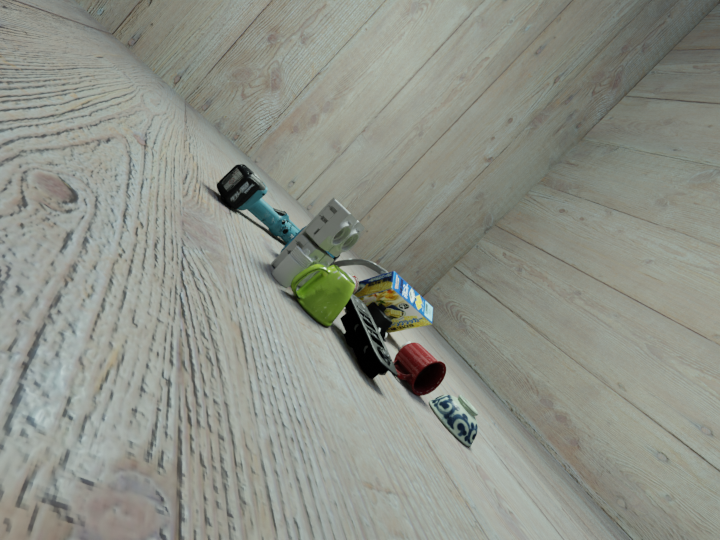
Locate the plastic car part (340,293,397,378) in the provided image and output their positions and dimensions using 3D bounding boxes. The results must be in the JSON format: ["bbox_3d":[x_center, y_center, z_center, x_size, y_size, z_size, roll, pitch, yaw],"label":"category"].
[{"bbox_3d":[0.005,0.127,0.809,0.063,0.067,0.213,49,4,-39],"label":"plastic car part"}]

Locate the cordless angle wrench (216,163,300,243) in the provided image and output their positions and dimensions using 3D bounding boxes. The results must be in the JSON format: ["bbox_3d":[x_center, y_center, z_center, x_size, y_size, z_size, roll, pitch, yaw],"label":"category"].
[{"bbox_3d":[-0.215,-0.122,1.145,0.078,0.098,0.400,48,2,38],"label":"cordless angle wrench"}]

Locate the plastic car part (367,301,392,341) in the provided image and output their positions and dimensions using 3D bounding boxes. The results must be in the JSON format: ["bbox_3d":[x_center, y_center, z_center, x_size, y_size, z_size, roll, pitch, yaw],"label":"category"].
[{"bbox_3d":[0.044,0.127,1.165,0.062,0.071,0.123,40,9,-42],"label":"plastic car part"}]

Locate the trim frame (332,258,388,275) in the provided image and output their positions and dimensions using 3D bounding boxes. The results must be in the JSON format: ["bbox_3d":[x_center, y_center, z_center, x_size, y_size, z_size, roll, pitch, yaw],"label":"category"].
[{"bbox_3d":[0.013,0.034,1.274,0.238,0.188,0.028,32,48,-26],"label":"trim frame"}]

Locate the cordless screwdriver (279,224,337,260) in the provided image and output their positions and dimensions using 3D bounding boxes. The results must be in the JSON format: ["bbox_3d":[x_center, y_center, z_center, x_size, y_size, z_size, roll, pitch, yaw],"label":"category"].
[{"bbox_3d":[-0.106,-0.070,1.089,0.076,0.159,0.242,45,3,10],"label":"cordless screwdriver"}]
